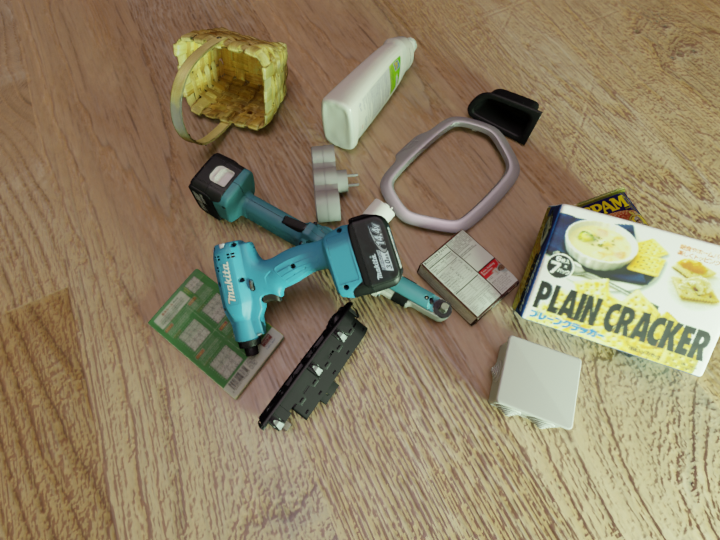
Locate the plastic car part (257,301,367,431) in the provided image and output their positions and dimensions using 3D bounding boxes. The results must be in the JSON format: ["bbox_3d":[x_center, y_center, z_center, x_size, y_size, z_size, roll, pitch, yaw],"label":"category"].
[{"bbox_3d":[-0.054,0.130,0.563,0.068,0.066,0.203,31,71,4],"label":"plastic car part"}]

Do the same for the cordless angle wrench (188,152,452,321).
[{"bbox_3d":[-0.062,-0.040,0.633,0.433,0.096,0.074,30,70,12],"label":"cordless angle wrench"}]

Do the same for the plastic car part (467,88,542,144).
[{"bbox_3d":[0.257,-0.282,0.734,0.121,0.064,0.070,37,57,20],"label":"plastic car part"}]

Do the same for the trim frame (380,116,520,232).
[{"bbox_3d":[0.148,-0.164,0.702,0.191,0.027,0.247,40,76,18],"label":"trim frame"}]

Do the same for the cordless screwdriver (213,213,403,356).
[{"bbox_3d":[-0.069,0.019,0.559,0.253,0.073,0.159,-12,89,13],"label":"cordless screwdriver"}]
